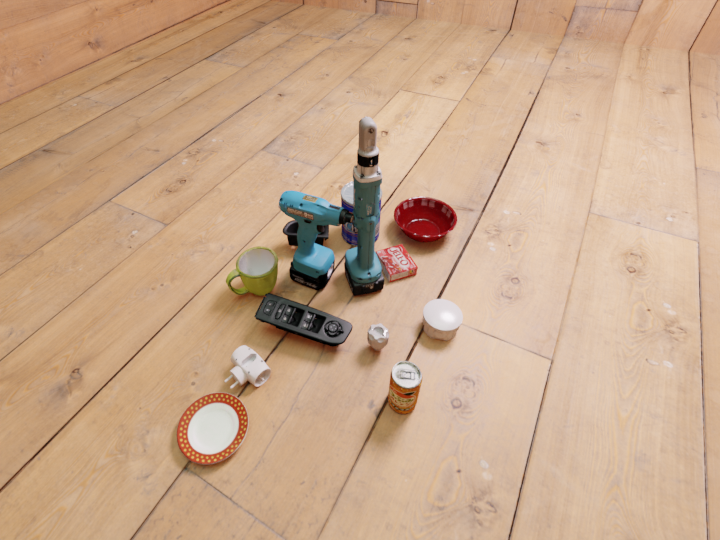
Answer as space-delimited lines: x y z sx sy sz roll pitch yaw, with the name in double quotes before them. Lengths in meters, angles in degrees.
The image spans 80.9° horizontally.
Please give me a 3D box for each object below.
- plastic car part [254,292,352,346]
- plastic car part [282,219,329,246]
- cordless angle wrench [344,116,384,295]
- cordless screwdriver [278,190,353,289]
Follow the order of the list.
"plastic car part" -0.119 0.115 0.895 0.209 0.065 0.067 14 48 16
"plastic car part" -0.138 -0.087 1.086 0.117 0.068 0.068 0 46 3
"cordless angle wrench" 0.010 -0.114 0.866 0.073 0.409 0.103 -11 48 -12
"cordless screwdriver" -0.092 -0.060 0.938 0.165 0.240 0.074 19 49 17
